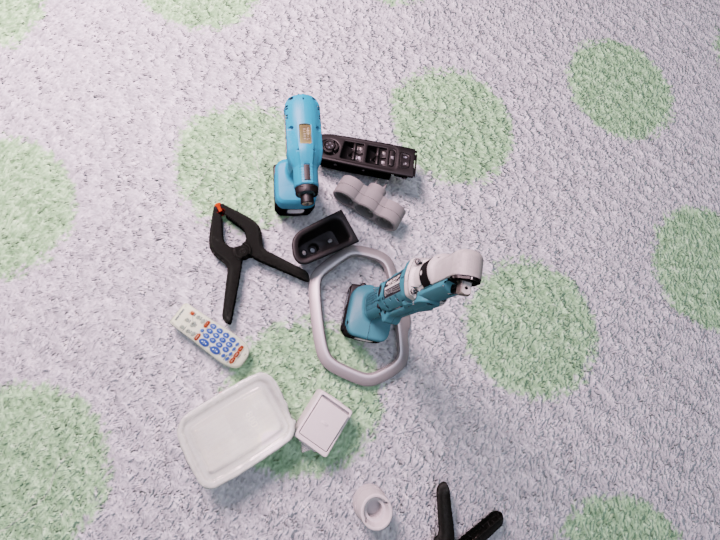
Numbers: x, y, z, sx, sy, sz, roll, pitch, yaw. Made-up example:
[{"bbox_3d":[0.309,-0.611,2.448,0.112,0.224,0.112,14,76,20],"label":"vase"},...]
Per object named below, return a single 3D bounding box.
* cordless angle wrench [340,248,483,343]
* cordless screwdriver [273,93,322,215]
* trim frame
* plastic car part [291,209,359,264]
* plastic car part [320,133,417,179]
[{"bbox_3d":[0.050,0.036,0.563,0.073,0.423,0.099,15,75,-9],"label":"cordless angle wrench"},{"bbox_3d":[-0.100,-0.146,0.685,0.073,0.249,0.162,-2,77,-13],"label":"cordless screwdriver"},{"bbox_3d":[0.002,0.076,0.751,0.181,0.027,0.253,-6,75,-9],"label":"trim frame"},{"bbox_3d":[-0.074,-0.048,0.753,0.115,0.071,0.067,-27,83,-15],"label":"plastic car part"},{"bbox_3d":[0.001,-0.215,0.812,0.201,0.067,0.067,12,74,-5],"label":"plastic car part"}]
